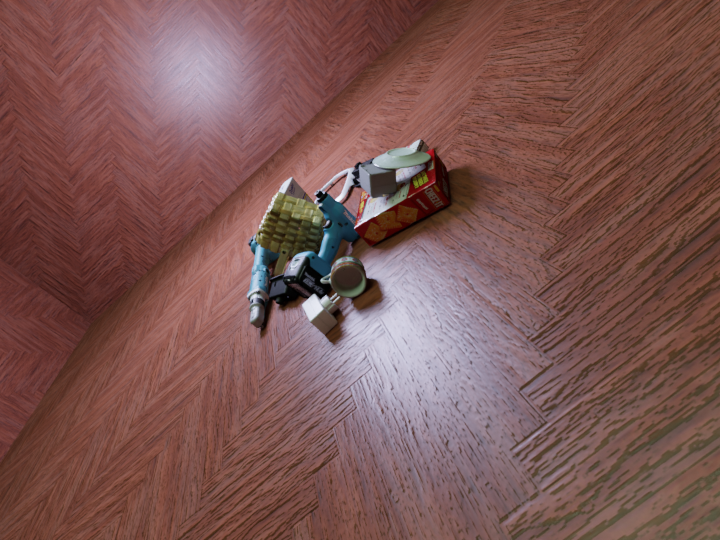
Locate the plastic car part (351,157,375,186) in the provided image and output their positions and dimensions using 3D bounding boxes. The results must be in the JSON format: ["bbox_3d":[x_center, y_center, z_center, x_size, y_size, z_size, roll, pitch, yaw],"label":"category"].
[{"bbox_3d":[0.019,-0.298,1.259,0.066,0.065,0.210,-41,19,-10],"label":"plastic car part"}]

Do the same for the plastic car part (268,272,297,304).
[{"bbox_3d":[-0.197,0.053,1.094,0.120,0.063,0.072,-20,48,46],"label":"plastic car part"}]

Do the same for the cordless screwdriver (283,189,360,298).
[{"bbox_3d":[-0.099,-0.065,1.013,0.077,0.153,0.249,-11,42,52],"label":"cordless screwdriver"}]

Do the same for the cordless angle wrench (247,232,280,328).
[{"bbox_3d":[-0.292,0.016,1.242,0.075,0.093,0.438,-34,31,13],"label":"cordless angle wrench"}]

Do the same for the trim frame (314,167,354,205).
[{"bbox_3d":[-0.089,-0.267,1.434,0.188,0.026,0.252,-29,29,30],"label":"trim frame"}]
